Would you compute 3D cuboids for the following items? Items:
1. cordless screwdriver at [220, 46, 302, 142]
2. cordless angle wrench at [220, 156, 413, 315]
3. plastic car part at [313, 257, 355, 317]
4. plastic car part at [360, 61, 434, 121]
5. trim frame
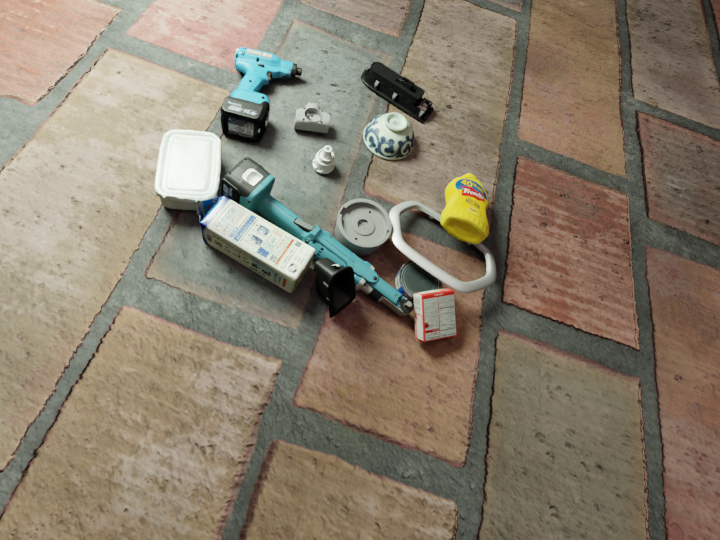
[{"bbox_3d":[-0.222,-0.402,0.954,0.157,0.073,0.255,8,59,-8],"label":"cordless screwdriver"},{"bbox_3d":[-0.078,-0.051,0.801,0.426,0.098,0.074,38,63,4],"label":"cordless angle wrench"},{"bbox_3d":[-0.054,0.017,0.760,0.065,0.112,0.075,-38,55,-26],"label":"plastic car part"},{"bbox_3d":[0.090,-0.449,1.043,0.207,0.066,0.066,34,69,10],"label":"plastic car part"},{"bbox_3d":[0.164,-0.052,0.852,0.253,0.027,0.183,33,49,8],"label":"trim frame"}]
